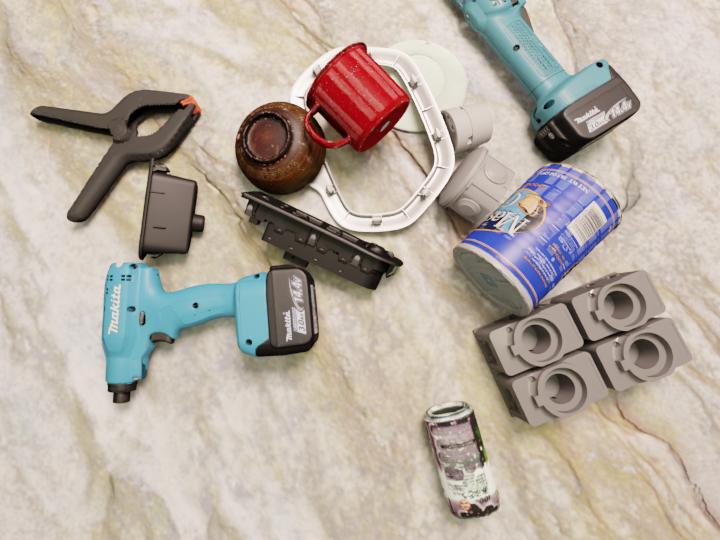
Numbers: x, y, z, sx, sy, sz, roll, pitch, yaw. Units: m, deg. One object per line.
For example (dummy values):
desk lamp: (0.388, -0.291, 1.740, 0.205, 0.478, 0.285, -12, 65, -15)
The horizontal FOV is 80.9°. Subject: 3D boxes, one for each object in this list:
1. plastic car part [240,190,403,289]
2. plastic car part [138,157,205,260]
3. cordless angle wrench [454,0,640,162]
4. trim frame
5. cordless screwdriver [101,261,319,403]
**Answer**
plastic car part: (-0.049, -0.032, 0.497, 0.205, 0.066, 0.067, 21, 93, 4)
plastic car part: (-0.225, -0.068, 0.514, 0.069, 0.067, 0.117, 3, 85, -15)
cordless angle wrench: (0.166, -0.334, 0.535, 0.098, 0.073, 0.431, -31, 79, -4)
trim frame: (0.006, -0.168, 0.523, 0.186, 0.027, 0.251, -21, 83, 10)
cordless screwdriver: (-0.173, 0.069, 0.481, 0.251, 0.073, 0.160, -1, 82, 5)
